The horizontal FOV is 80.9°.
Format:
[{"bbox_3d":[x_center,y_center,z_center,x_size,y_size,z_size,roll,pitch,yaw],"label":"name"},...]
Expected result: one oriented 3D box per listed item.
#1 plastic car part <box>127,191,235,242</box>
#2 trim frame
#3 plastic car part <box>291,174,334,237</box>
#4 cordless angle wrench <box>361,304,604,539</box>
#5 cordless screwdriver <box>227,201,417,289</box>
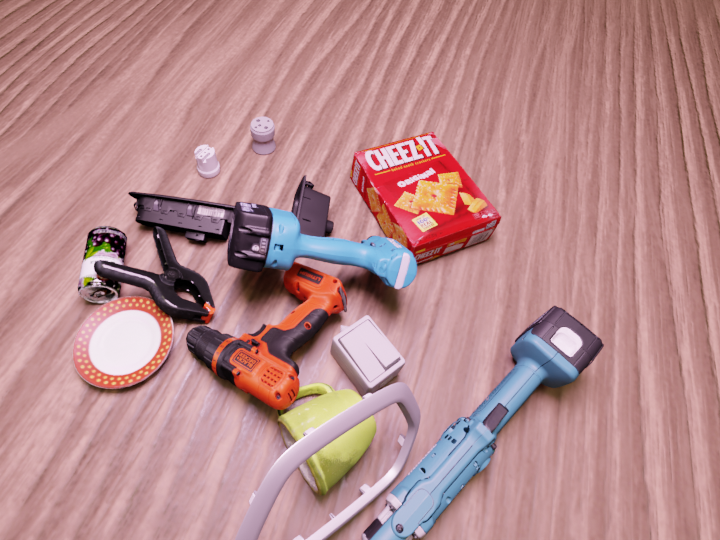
[{"bbox_3d":[-0.272,-0.083,0.677,0.204,0.065,0.067,14,84,3],"label":"plastic car part"},{"bbox_3d":[-0.021,0.210,0.431,0.240,0.180,0.029,-21,33,-39],"label":"trim frame"},{"bbox_3d":[-0.079,-0.085,0.689,0.069,0.066,0.119,11,60,-16],"label":"plastic car part"},{"bbox_3d":[0.126,0.208,0.501,0.418,0.095,0.077,-39,70,-19],"label":"cordless angle wrench"},{"bbox_3d":[-0.058,-0.038,0.596,0.244,0.074,0.164,10,14,-12],"label":"cordless screwdriver"}]
